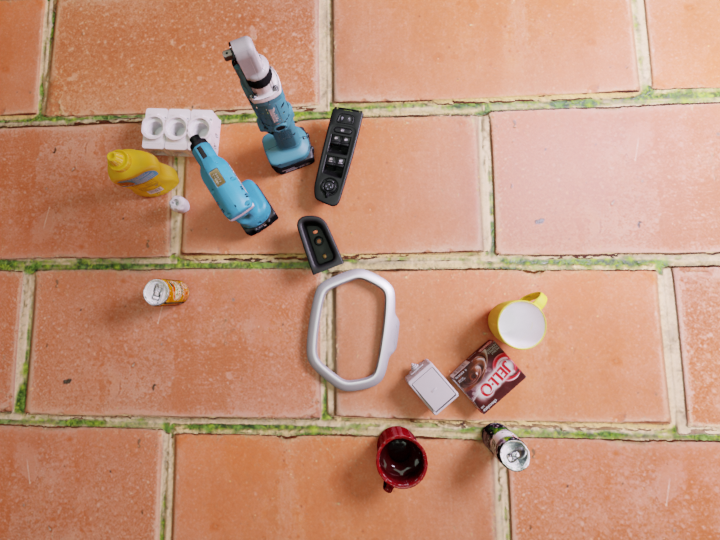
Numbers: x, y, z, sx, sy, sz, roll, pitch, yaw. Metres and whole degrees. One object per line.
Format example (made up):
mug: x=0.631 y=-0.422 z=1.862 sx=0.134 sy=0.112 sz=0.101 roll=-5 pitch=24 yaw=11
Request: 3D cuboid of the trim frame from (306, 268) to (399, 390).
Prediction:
trim frame: x=-0.014 y=0.120 z=0.861 sx=0.186 sy=0.027 sz=0.249 roll=7 pitch=84 yaw=5

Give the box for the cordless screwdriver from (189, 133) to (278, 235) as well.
cordless screwdriver: x=-0.238 y=-0.153 z=0.800 sx=0.074 sy=0.246 sz=0.161 roll=-33 pitch=86 yaw=-2

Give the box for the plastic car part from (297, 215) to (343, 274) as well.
plastic car part: x=-0.085 y=-0.055 z=0.865 sx=0.066 sy=0.070 sz=0.118 roll=-21 pitch=84 yaw=0

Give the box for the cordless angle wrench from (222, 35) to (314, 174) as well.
cordless angle wrench: x=-0.146 y=-0.264 z=0.718 sx=0.098 sy=0.419 sz=0.075 roll=-19 pitch=87 yaw=-2

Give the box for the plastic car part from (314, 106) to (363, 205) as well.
plastic car part: x=-0.049 y=-0.232 z=0.884 sx=0.067 sy=0.066 sz=0.203 roll=14 pitch=85 yaw=3
